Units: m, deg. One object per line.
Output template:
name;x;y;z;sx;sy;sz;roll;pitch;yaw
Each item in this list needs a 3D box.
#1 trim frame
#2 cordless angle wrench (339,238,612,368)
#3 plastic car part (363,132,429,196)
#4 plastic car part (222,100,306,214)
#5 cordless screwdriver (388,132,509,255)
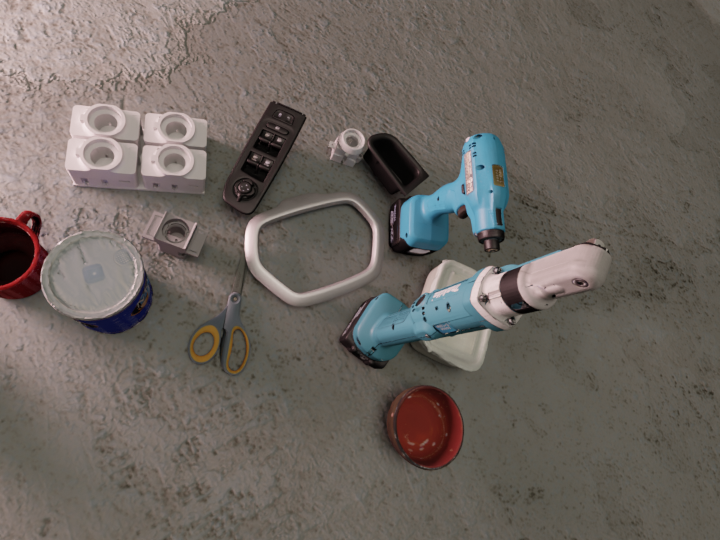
trim frame;-0.067;-0.044;0.689;0.242;0.028;0.187;-20;79;-22
cordless angle wrench;0.090;0.049;0.487;0.074;0.428;0.098;39;65;-8
plastic car part;0.050;-0.182;0.749;0.065;0.071;0.117;-39;88;-25
plastic car part;-0.160;-0.176;0.683;0.065;0.068;0.204;26;66;-11
cordless screwdriver;0.128;-0.076;0.638;0.072;0.252;0.162;8;72;-20
